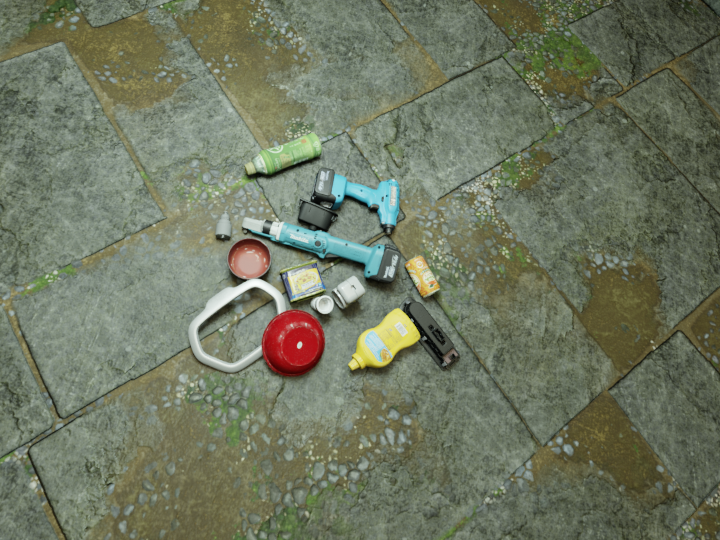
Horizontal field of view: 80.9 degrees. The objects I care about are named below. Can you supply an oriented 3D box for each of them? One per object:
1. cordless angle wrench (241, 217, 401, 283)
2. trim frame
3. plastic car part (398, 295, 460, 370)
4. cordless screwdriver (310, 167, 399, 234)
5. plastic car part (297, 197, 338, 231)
[{"bbox_3d":[-0.109,-0.071,1.114,0.425,0.074,0.097,17,99,3],"label":"cordless angle wrench"},{"bbox_3d":[-0.292,0.131,1.020,0.247,0.028,0.183,-37,93,-7],"label":"trim frame"},{"bbox_3d":[0.177,0.155,1.085,0.066,0.066,0.208,-36,77,-12],"label":"plastic car part"},{"bbox_3d":[-0.012,-0.191,1.174,0.245,0.074,0.162,8,70,-10],"label":"cordless screwdriver"},{"bbox_3d":[-0.125,-0.144,1.151,0.116,0.066,0.071,25,87,-4],"label":"plastic car part"}]
